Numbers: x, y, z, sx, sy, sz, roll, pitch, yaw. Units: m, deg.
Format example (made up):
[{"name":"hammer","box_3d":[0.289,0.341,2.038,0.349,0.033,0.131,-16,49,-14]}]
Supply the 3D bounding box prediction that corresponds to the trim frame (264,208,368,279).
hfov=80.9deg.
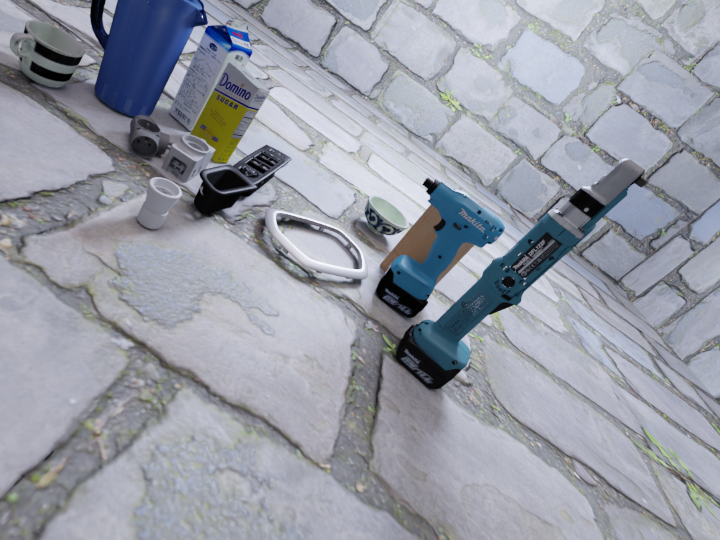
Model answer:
[{"name":"trim frame","box_3d":[-0.079,-0.052,0.812,0.235,0.027,0.194,10,37,-43]}]

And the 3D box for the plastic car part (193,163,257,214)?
[{"name":"plastic car part","box_3d":[-0.234,-0.125,0.692,0.066,0.071,0.115,39,26,1]}]

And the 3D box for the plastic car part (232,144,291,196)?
[{"name":"plastic car part","box_3d":[-0.209,-0.199,0.852,0.066,0.067,0.204,35,26,-7]}]

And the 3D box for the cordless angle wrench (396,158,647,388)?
[{"name":"cordless angle wrench","box_3d":[0.217,0.011,0.618,0.100,0.424,0.073,43,26,7]}]

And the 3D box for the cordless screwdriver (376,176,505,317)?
[{"name":"cordless screwdriver","box_3d":[0.119,-0.041,0.785,0.160,0.250,0.073,40,26,2]}]
